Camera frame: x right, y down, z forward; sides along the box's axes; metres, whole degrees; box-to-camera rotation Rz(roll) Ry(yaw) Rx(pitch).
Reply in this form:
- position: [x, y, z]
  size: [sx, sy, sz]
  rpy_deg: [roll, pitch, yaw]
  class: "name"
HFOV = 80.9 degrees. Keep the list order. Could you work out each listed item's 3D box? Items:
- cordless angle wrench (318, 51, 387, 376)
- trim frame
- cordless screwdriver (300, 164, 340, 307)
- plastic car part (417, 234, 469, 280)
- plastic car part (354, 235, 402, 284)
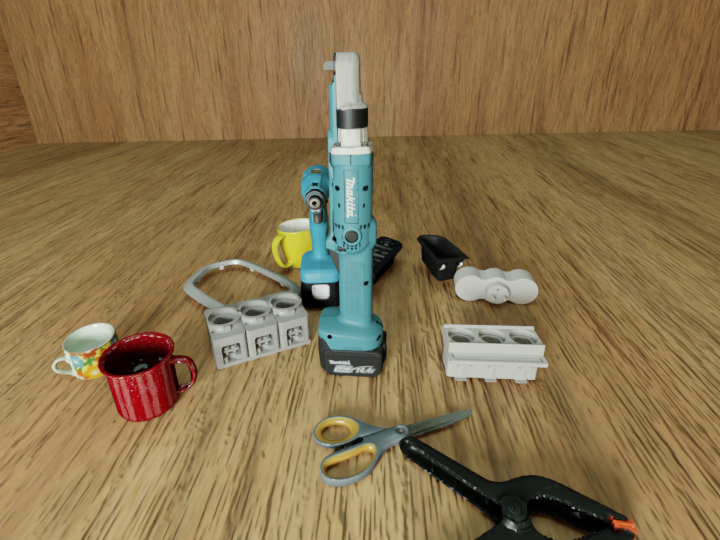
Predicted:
- position: [-0.012, -0.053, 0.549]
  size: [0.099, 0.412, 0.075]
  rpy_deg: [2, 25, 5]
  class: "cordless angle wrench"
- position: [-0.233, 0.031, 0.831]
  size: [0.262, 0.027, 0.179]
  rpy_deg: [19, 34, 36]
  class: "trim frame"
- position: [-0.071, -0.047, 0.731]
  size: [0.074, 0.242, 0.163]
  rpy_deg: [-1, 25, -2]
  class: "cordless screwdriver"
- position: [0.157, -0.020, 0.848]
  size: [0.065, 0.069, 0.121]
  rpy_deg: [-8, 27, -13]
  class: "plastic car part"
- position: [0.033, -0.016, 0.855]
  size: [0.069, 0.065, 0.200]
  rpy_deg: [10, 29, 22]
  class: "plastic car part"
